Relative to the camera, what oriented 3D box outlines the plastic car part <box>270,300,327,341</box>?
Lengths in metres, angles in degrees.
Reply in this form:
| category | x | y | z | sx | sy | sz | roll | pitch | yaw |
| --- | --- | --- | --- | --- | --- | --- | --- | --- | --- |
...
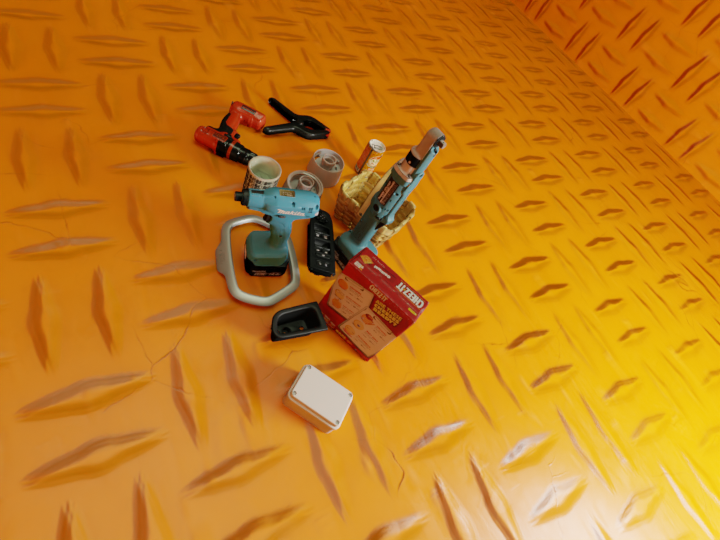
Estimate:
| category | x | y | z | sx | sy | sz | roll | pitch | yaw |
| --- | --- | --- | --- | --- | --- | --- | --- | --- | --- |
| plastic car part | -0.138 | 0.115 | 0.865 | 0.112 | 0.071 | 0.068 | -10 | 63 | -30 |

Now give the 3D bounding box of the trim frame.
| category | x | y | z | sx | sy | sz | roll | pitch | yaw |
| --- | --- | --- | --- | --- | --- | --- | --- | --- | --- |
| trim frame | -0.233 | -0.029 | 0.958 | 0.178 | 0.027 | 0.258 | -2 | 57 | -24 |

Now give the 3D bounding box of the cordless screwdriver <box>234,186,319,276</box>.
| category | x | y | z | sx | sy | sz | roll | pitch | yaw |
| --- | --- | --- | --- | --- | --- | --- | --- | --- | --- |
| cordless screwdriver | -0.196 | -0.080 | 0.867 | 0.154 | 0.249 | 0.077 | 5 | 57 | -24 |

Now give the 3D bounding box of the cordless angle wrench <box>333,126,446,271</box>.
| category | x | y | z | sx | sy | sz | roll | pitch | yaw |
| --- | --- | --- | --- | --- | --- | --- | --- | --- | --- |
| cordless angle wrench | 0.051 | -0.138 | 0.901 | 0.072 | 0.423 | 0.101 | -22 | 71 | -36 |

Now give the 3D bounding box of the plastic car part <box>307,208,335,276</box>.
| category | x | y | z | sx | sy | sz | roll | pitch | yaw |
| --- | --- | --- | --- | --- | --- | --- | --- | --- | --- |
| plastic car part | -0.099 | -0.065 | 1.016 | 0.064 | 0.067 | 0.209 | 11 | 53 | -19 |
